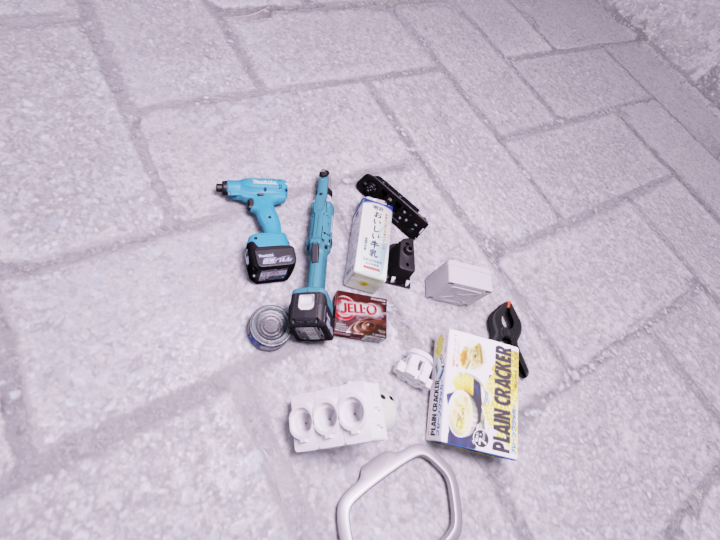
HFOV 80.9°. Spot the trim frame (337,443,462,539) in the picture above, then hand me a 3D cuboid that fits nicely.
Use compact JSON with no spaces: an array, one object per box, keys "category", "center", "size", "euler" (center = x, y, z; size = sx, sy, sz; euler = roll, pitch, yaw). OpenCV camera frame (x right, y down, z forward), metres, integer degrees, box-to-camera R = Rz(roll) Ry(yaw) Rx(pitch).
[{"category":"trim frame","center":[0.073,0.415,0.732],"size":[0.242,0.027,0.189],"euler":[-24,72,-26]}]

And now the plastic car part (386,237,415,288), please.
[{"category":"plastic car part","center":[0.098,-0.028,0.967],"size":[0.064,0.071,0.119],"euler":[14,61,-15]}]

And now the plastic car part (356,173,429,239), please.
[{"category":"plastic car part","center":[0.082,-0.171,1.050],"size":[0.206,0.066,0.066],"euler":[40,47,6]}]

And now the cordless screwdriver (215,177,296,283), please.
[{"category":"cordless screwdriver","center":[-0.224,-0.097,0.903],"size":[0.155,0.074,0.258],"euler":[-2,58,-19]}]

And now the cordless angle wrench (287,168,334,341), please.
[{"category":"cordless angle wrench","center":[-0.090,-0.059,0.916],"size":[0.076,0.094,0.434],"euler":[-5,55,9]}]
